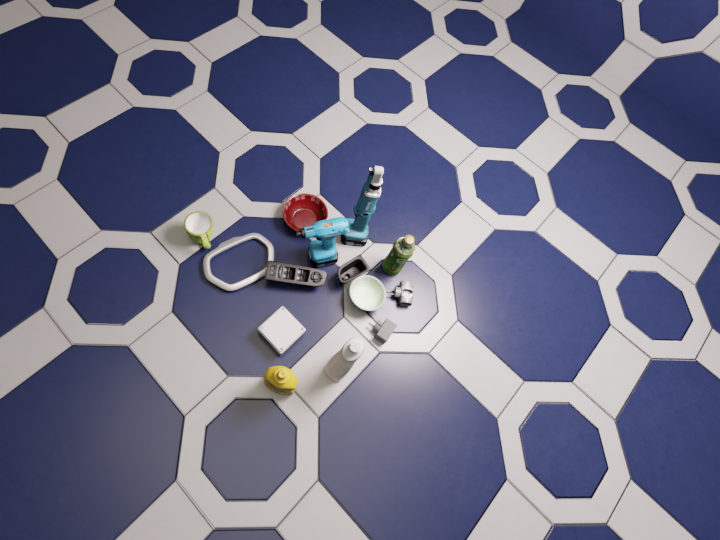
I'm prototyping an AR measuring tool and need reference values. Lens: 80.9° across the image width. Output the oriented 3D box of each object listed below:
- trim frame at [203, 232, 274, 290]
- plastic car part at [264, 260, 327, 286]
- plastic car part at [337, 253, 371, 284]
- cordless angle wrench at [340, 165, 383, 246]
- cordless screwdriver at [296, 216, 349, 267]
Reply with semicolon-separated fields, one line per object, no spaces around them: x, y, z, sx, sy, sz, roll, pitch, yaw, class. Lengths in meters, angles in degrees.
-0.408;-0.034;1.430;0.244;0.027;0.190;-30;72;-18;trim frame
-0.214;0.020;1.404;0.202;0.066;0.068;7;65;-3;plastic car part
-0.034;0.009;1.426;0.115;0.070;0.068;-31;74;-19;plastic car part
0.014;-0.199;1.336;0.097;0.418;0.076;7;67;-8;cordless angle wrench
-0.133;-0.087;1.363;0.156;0.246;0.076;-12;70;-15;cordless screwdriver
